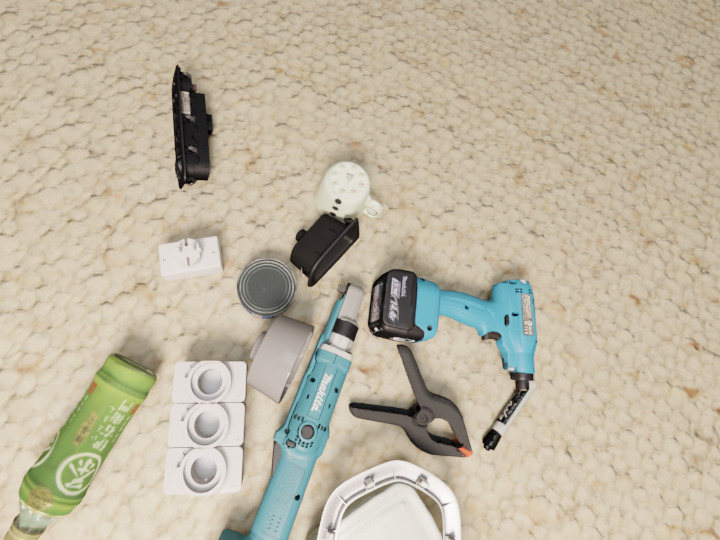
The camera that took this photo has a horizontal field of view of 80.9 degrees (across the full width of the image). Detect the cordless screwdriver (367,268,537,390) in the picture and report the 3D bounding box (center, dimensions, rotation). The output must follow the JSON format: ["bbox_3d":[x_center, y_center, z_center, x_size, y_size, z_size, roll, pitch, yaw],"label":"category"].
[{"bbox_3d":[0.139,0.083,0.614,0.245,0.074,0.162,6,72,-9],"label":"cordless screwdriver"}]

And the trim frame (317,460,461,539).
[{"bbox_3d":[0.037,0.350,0.472,0.182,0.027,0.252,10,69,-5],"label":"trim frame"}]

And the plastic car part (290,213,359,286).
[{"bbox_3d":[-0.063,-0.041,0.641,0.074,0.064,0.116,40,74,20],"label":"plastic car part"}]

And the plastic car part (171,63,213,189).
[{"bbox_3d":[-0.271,-0.220,0.675,0.064,0.068,0.207,6,68,-35],"label":"plastic car part"}]

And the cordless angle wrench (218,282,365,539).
[{"bbox_3d":[-0.074,0.209,0.550,0.098,0.074,0.426,22,68,-2],"label":"cordless angle wrench"}]
